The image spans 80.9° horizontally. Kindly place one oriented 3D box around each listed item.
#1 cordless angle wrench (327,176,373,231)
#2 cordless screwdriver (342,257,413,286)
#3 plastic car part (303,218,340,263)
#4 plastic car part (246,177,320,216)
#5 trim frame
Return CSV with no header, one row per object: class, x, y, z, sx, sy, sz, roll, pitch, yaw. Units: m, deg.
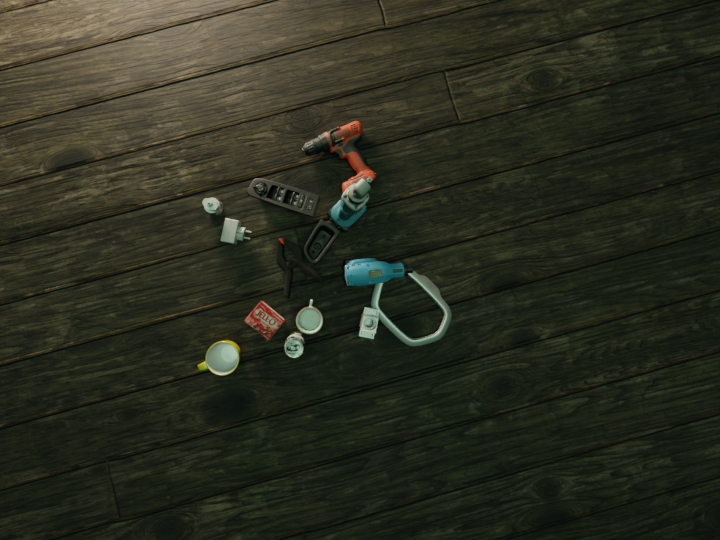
cordless angle wrench,-0.020,-0.161,1.013,0.098,0.425,0.074,-45,95,-4
cordless screwdriver,0.033,0.003,1.093,0.158,0.250,0.074,-6,91,-5
plastic car part,-0.116,-0.076,1.184,0.066,0.071,0.116,34,87,-3
plastic car part,-0.217,-0.207,1.191,0.203,0.067,0.066,18,88,0
trim frame,0.144,0.100,1.199,0.249,0.027,0.184,44,87,1
